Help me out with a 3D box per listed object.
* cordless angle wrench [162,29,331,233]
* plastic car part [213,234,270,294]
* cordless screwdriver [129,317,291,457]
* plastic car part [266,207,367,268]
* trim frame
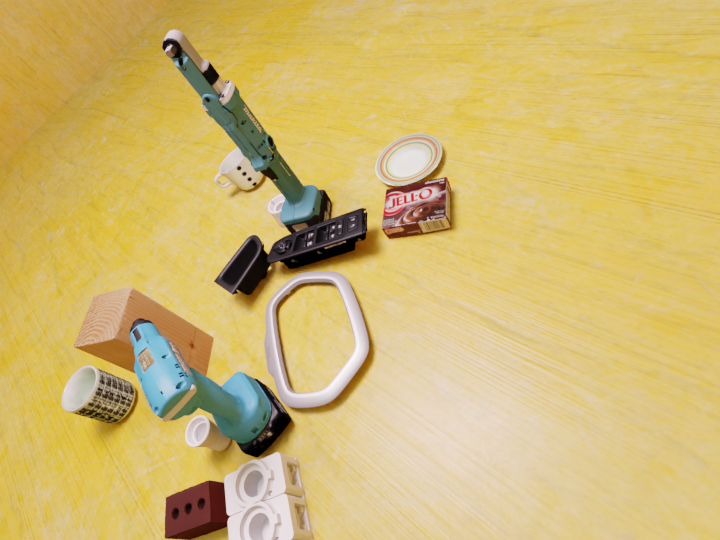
[{"bbox_3d":[-0.171,-0.204,0.701,0.077,0.400,0.100,-10,54,22],"label":"cordless angle wrench"},{"bbox_3d":[-0.210,-0.001,0.805,0.070,0.067,0.116,24,72,38],"label":"plastic car part"},{"bbox_3d":[-0.209,0.158,0.582,0.074,0.235,0.169,-46,49,-8],"label":"cordless screwdriver"},{"bbox_3d":[-0.075,-0.049,0.765,0.208,0.063,0.068,-14,53,21],"label":"plastic car part"},{"bbox_3d":[-0.082,0.101,0.690,0.186,0.026,0.260,-29,49,9],"label":"trim frame"}]
